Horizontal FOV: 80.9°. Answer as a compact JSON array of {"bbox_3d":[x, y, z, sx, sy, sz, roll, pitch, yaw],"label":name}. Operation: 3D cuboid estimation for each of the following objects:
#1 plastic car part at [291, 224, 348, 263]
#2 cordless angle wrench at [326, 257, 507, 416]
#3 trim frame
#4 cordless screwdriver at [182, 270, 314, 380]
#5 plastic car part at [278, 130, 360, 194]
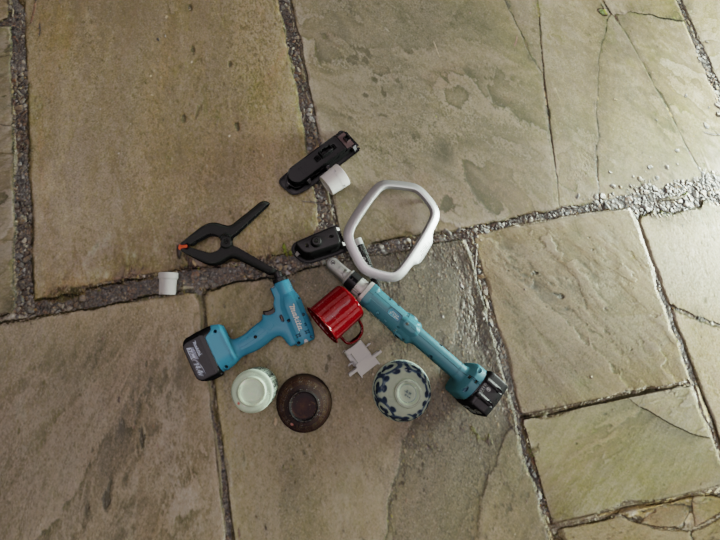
[{"bbox_3d":[-0.088,-0.058,0.902,0.115,0.070,0.067,-20,80,-10],"label":"plastic car part"},{"bbox_3d":[0.092,0.116,0.859,0.432,0.096,0.074,41,75,10],"label":"cordless angle wrench"},{"bbox_3d":[0.071,-0.091,0.924,0.185,0.027,0.248,32,71,3],"label":"trim frame"},{"bbox_3d":[-0.233,0.112,0.859,0.246,0.074,0.162,-22,79,-11],"label":"cordless screwdriver"},{"bbox_3d":[-0.092,-0.245,0.952,0.202,0.067,0.066,-39,91,-7],"label":"plastic car part"}]
